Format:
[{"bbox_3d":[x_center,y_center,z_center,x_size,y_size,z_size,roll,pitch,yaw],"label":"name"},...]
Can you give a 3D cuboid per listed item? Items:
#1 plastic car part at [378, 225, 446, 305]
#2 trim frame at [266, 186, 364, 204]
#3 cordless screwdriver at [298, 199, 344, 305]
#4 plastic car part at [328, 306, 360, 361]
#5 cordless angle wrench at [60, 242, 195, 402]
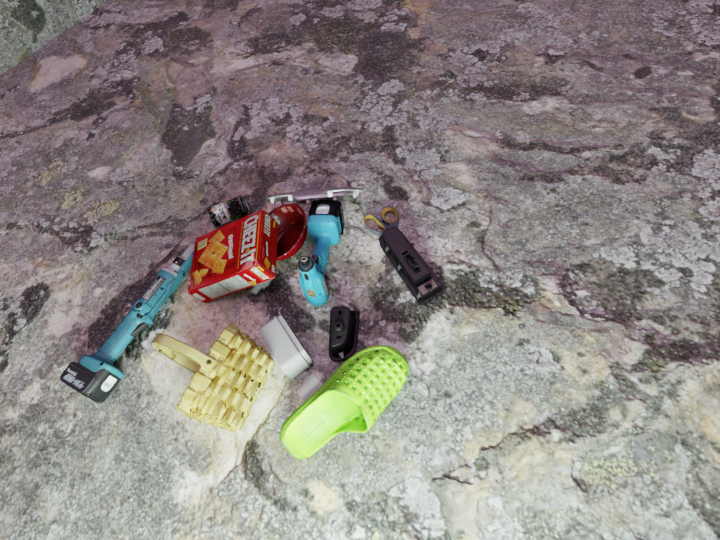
[{"bbox_3d":[0.103,-0.024,0.943,0.066,0.063,0.213,-35,57,4],"label":"plastic car part"},{"bbox_3d":[-0.113,-0.185,1.058,0.252,0.182,0.027,-2,95,8],"label":"trim frame"},{"bbox_3d":[-0.094,-0.062,0.964,0.076,0.152,0.254,1,55,10],"label":"cordless screwdriver"},{"bbox_3d":[-0.040,0.122,0.879,0.067,0.068,0.119,-3,53,10],"label":"plastic car part"},{"bbox_3d":[-0.514,0.097,1.006,0.102,0.071,0.424,16,59,20],"label":"cordless angle wrench"}]
